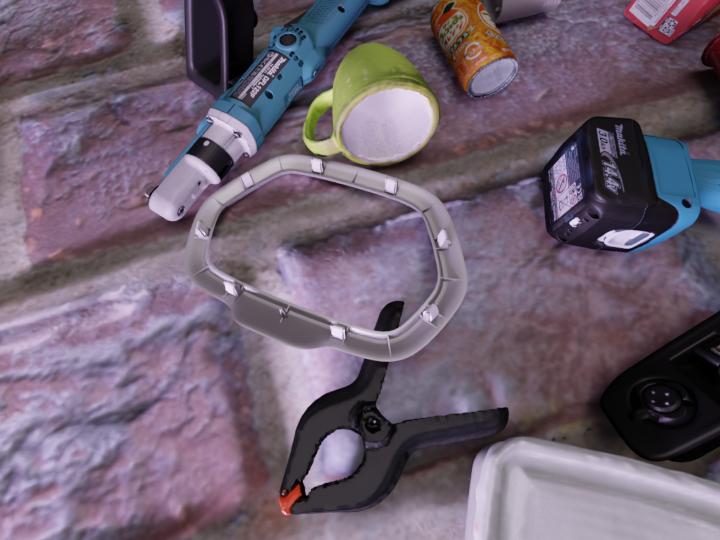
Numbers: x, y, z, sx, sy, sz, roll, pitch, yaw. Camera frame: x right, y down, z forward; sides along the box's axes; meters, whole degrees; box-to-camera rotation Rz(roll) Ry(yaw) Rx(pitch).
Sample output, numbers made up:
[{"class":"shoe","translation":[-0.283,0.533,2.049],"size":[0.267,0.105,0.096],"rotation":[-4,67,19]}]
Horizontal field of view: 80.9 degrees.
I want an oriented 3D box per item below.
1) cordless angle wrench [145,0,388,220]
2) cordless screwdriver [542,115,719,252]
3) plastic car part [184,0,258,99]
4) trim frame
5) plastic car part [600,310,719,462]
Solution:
[{"class":"cordless angle wrench","translation":[-0.073,-0.222,0.442],"size":[0.101,0.072,0.423],"rotation":[28,74,12]},{"class":"cordless screwdriver","translation":[0.292,-0.043,0.346],"size":[0.249,0.073,0.162],"rotation":[3,68,-1]},{"class":"plastic car part","translation":[-0.138,-0.249,0.440],"size":[0.068,0.115,0.070],"rotation":[37,49,13]},{"class":"trim frame","translation":[-0.035,-0.023,0.361],"size":[0.256,0.026,0.185],"rotation":[20,65,16]},{"class":"plastic car part","translation":[0.264,0.067,0.289],"size":[0.203,0.064,0.069],"rotation":[-30,37,2]}]
